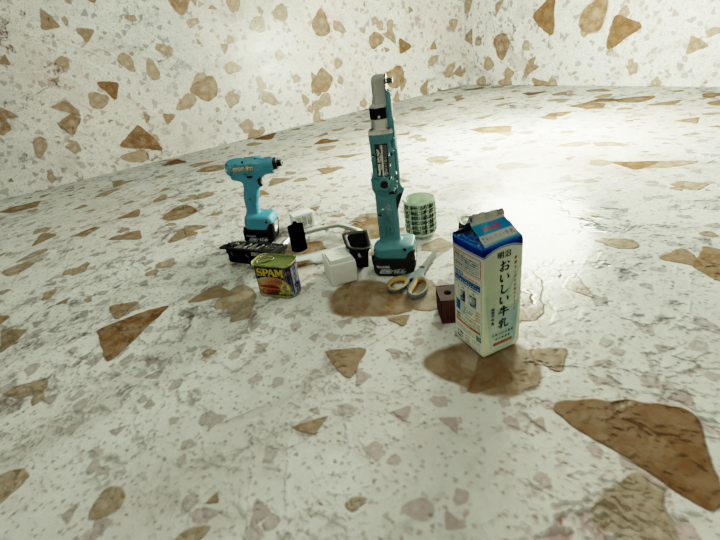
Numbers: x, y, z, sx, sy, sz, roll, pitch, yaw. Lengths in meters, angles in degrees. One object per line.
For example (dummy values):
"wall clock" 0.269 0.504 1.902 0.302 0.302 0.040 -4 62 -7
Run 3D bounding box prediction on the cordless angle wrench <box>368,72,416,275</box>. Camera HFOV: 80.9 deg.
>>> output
"cordless angle wrench" 0.056 -0.187 0.885 0.101 0.410 0.074 0 27 16

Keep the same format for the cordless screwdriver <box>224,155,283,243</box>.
"cordless screwdriver" -0.276 -0.200 1.190 0.163 0.241 0.075 -2 27 13

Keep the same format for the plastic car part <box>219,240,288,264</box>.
"plastic car part" -0.278 -0.044 1.094 0.213 0.065 0.065 10 33 32

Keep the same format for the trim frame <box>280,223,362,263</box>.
"trim frame" -0.111 -0.072 1.131 0.246 0.027 0.192 -14 29 -8

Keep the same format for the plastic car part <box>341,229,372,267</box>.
"plastic car part" -0.004 -0.044 1.002 0.066 0.069 0.120 -10 28 -1
